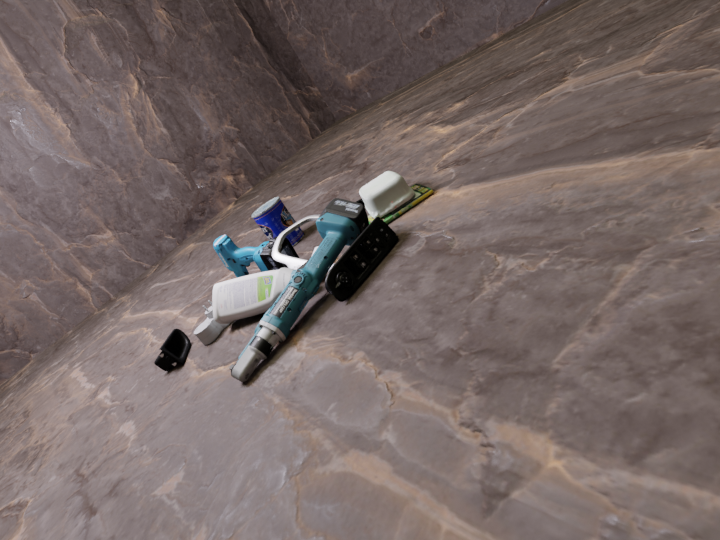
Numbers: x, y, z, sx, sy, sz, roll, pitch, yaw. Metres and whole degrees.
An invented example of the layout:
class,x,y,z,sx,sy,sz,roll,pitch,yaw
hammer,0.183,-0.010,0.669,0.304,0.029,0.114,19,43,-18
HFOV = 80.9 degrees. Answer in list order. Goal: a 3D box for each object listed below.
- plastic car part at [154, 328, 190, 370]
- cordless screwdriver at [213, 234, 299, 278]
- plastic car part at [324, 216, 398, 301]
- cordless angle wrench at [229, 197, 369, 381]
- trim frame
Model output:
class,x,y,z,sx,sy,sz,roll,pitch,yaw
plastic car part,-0.464,0.202,1.033,0.071,0.064,0.120,-47,18,6
cordless screwdriver,-0.278,-0.020,1.143,0.261,0.152,0.074,4,42,36
plastic car part,-0.009,-0.020,0.839,0.069,0.065,0.201,-23,23,52
cordless angle wrench,-0.116,0.031,0.836,0.103,0.071,0.423,16,60,28
trim frame,-0.096,-0.063,0.980,0.261,0.026,0.184,11,53,31
